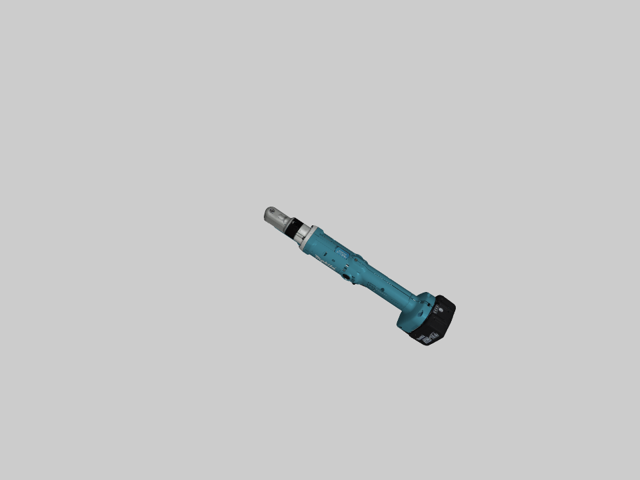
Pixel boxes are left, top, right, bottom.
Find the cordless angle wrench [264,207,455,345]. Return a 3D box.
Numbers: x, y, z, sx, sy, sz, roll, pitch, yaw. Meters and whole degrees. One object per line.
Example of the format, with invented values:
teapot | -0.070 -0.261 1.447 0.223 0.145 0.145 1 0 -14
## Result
cordless angle wrench | 0.065 0.056 0.850 0.423 0.074 0.098 34 -31 3
